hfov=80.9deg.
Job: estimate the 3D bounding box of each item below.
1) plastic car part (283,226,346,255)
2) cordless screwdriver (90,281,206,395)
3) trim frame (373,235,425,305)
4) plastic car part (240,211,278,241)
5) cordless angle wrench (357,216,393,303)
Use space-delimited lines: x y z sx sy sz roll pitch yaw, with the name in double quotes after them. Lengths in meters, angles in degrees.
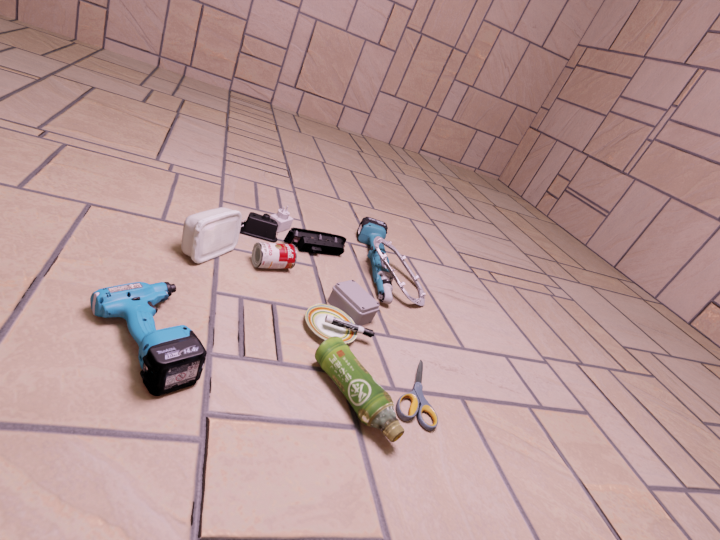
-0.125 -0.082 1.280 0.194 0.066 0.070 3 43 -33 "plastic car part"
-0.363 0.101 0.769 0.262 0.073 0.153 36 29 30 "cordless screwdriver"
0.120 -0.003 1.267 0.176 0.028 0.255 -2 58 -60 "trim frame"
-0.292 -0.136 1.243 0.114 0.070 0.068 14 30 -11 "plastic car part"
0.057 -0.035 1.326 0.096 0.074 0.437 16 30 -15 "cordless angle wrench"
